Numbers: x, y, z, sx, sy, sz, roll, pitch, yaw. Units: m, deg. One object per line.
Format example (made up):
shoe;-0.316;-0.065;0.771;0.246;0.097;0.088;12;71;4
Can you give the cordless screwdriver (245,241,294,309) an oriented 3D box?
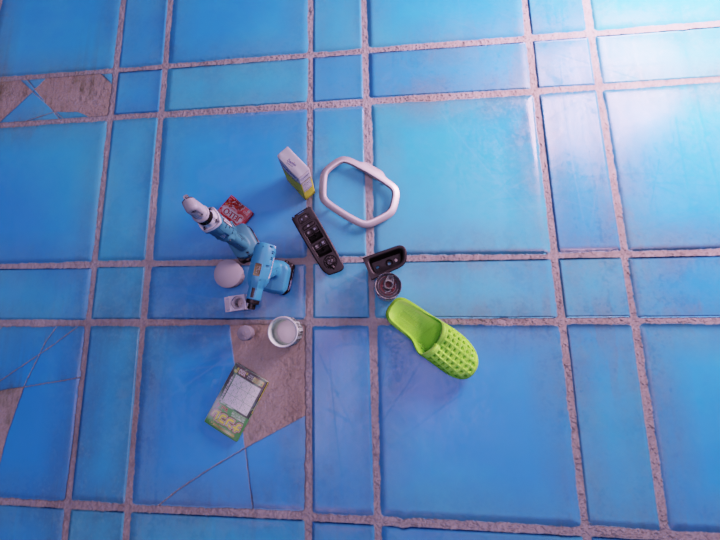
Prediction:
cordless screwdriver;-0.238;0.028;1.095;0.075;0.244;0.160;11;82;4

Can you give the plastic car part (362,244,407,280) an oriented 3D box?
plastic car part;0.072;-0.021;1.157;0.117;0.069;0.067;-22;79;1

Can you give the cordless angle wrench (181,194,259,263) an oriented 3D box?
cordless angle wrench;-0.337;-0.100;1.045;0.074;0.415;0.100;-31;82;-3

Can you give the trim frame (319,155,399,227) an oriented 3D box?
trim frame;-0.007;-0.231;1.230;0.254;0.027;0.184;31;84;12

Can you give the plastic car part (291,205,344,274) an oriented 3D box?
plastic car part;-0.117;-0.076;1.192;0.066;0.065;0.208;-31;77;-2
